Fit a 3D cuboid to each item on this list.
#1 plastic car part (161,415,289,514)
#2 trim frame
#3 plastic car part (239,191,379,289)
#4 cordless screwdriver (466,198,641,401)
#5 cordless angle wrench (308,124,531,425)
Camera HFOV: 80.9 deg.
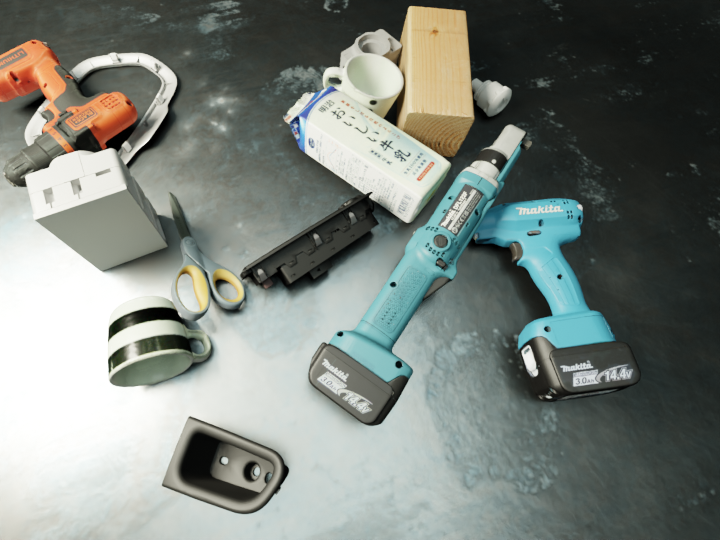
[{"bbox_3d":[-0.123,0.198,0.423,0.120,0.068,0.067,10,67,17],"label":"plastic car part"},{"bbox_3d":[-0.380,-0.238,0.627,0.186,0.027,0.251,19,65,4],"label":"trim frame"},{"bbox_3d":[-0.052,-0.034,0.534,0.201,0.066,0.068,-38,86,-17],"label":"plastic car part"},{"bbox_3d":[0.210,0.025,0.515,0.160,0.072,0.256,-6,63,4],"label":"cordless screwdriver"},{"bbox_3d":[0.091,-0.024,0.509,0.100,0.073,0.422,32,74,9],"label":"cordless angle wrench"}]
